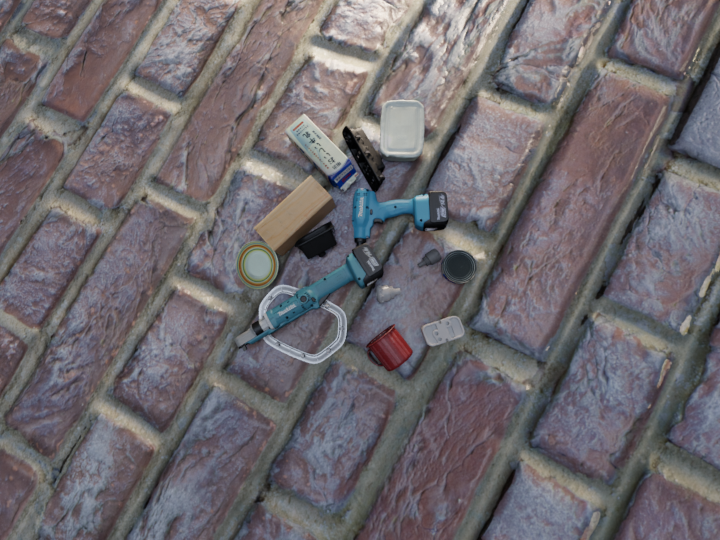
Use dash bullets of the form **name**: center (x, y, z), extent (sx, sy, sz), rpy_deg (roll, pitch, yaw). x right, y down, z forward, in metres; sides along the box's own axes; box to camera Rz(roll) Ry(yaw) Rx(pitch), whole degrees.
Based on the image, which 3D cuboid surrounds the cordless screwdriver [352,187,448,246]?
- **cordless screwdriver**: center (0.101, -0.135, 1.115), extent (0.254, 0.072, 0.160), rpy_deg (2, 81, 12)

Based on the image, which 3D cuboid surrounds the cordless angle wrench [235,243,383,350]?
- **cordless angle wrench**: center (-0.140, 0.078, 1.091), extent (0.423, 0.072, 0.101), rpy_deg (-31, 76, 0)

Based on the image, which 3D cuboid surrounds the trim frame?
- **trim frame**: center (-0.158, 0.137, 1.126), extent (0.255, 0.027, 0.184), rpy_deg (22, 83, 13)

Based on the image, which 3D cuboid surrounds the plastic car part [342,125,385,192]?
- **plastic car part**: center (0.015, -0.321, 1.165), extent (0.066, 0.065, 0.207), rpy_deg (-30, 77, -9)

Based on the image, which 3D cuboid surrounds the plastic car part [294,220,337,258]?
- **plastic car part**: center (-0.112, -0.073, 1.140), extent (0.117, 0.068, 0.069), rpy_deg (-32, 108, 2)
